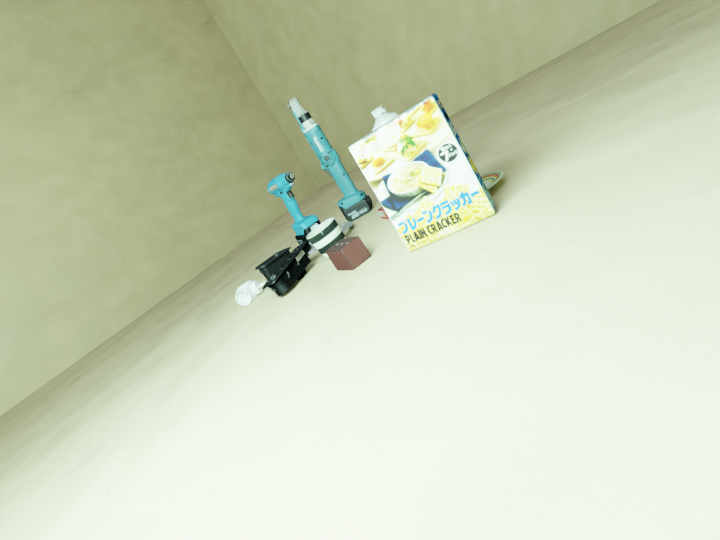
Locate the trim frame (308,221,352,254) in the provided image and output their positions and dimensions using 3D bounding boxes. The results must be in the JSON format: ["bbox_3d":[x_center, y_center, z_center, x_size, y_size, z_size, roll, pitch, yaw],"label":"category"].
[{"bbox_3d":[-0.123,-0.080,1.254,0.245,0.027,0.191,-39,17,-24],"label":"trim frame"}]

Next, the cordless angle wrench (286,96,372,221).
[{"bbox_3d":[-0.103,-0.357,1.339,0.100,0.415,0.074,-28,10,19],"label":"cordless angle wrench"}]

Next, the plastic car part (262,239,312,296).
[{"bbox_3d":[-0.171,0.000,1.027,0.068,0.065,0.201,-24,17,31],"label":"plastic car part"}]

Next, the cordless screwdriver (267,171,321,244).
[{"bbox_3d":[-0.199,-0.199,1.362,0.073,0.244,0.165,-37,13,-29],"label":"cordless screwdriver"}]

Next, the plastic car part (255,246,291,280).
[{"bbox_3d":[-0.228,-0.005,1.144,0.068,0.069,0.115,-21,18,40],"label":"plastic car part"}]
